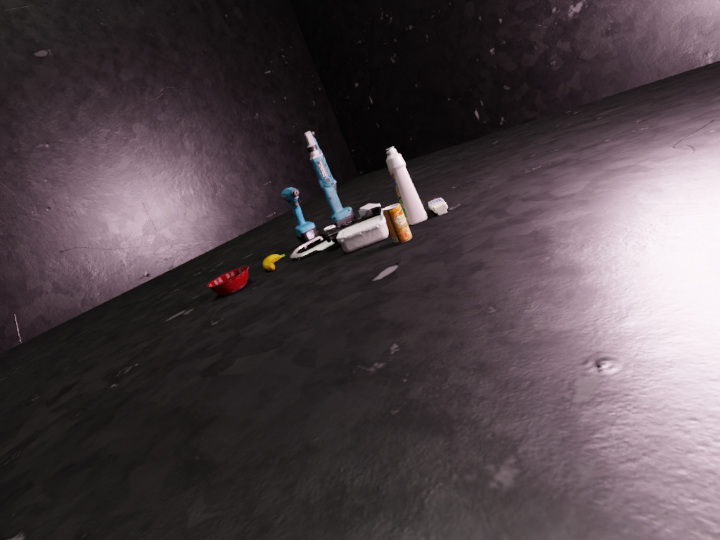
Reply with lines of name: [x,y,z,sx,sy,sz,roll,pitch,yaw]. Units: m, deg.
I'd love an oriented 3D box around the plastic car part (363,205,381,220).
plastic car part: [0.055,-0.180,1.487,0.067,0.069,0.117,-20,15,14]

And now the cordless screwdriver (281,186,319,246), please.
cordless screwdriver: [-0.242,-0.221,1.720,0.073,0.244,0.165,-26,13,-18]

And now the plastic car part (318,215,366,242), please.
plastic car part: [-0.046,-0.143,1.517,0.199,0.066,0.069,-30,15,-24]

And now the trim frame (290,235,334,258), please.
trim frame: [-0.158,-0.103,1.617,0.245,0.027,0.191,-28,16,-17]

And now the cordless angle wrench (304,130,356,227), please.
cordless angle wrench: [-0.139,-0.369,1.742,0.097,0.415,0.077,-25,11,-14]
